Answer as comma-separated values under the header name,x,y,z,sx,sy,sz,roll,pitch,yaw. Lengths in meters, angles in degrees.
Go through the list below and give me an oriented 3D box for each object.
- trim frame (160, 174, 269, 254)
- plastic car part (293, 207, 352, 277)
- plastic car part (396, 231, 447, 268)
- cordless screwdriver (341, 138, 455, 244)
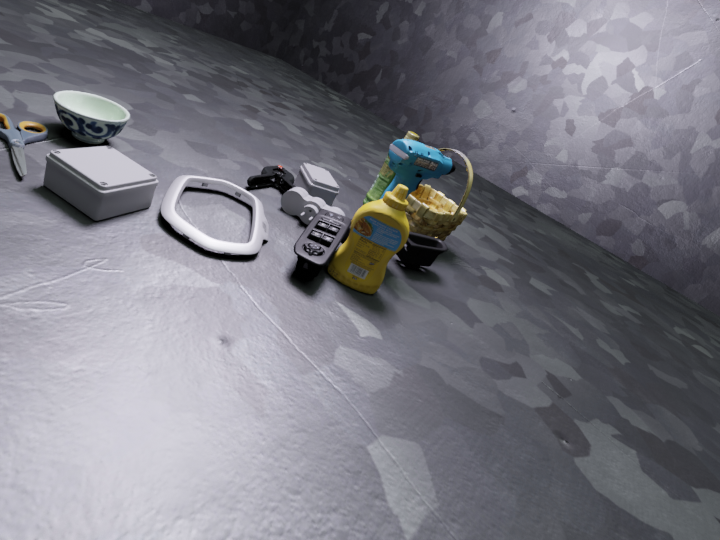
name,x,y,z,sx,sy,sz,roll,pitch,yaw
trim frame,-0.241,-0.100,0.726,0.178,0.027,0.258,17,27,-20
plastic car part,-0.072,-0.047,0.740,0.066,0.067,0.204,27,25,-3
plastic car part,0.125,-0.037,0.902,0.111,0.070,0.069,12,29,-29
cordless screwdriver,0.076,-0.123,0.812,0.151,0.248,0.078,5,35,-41
